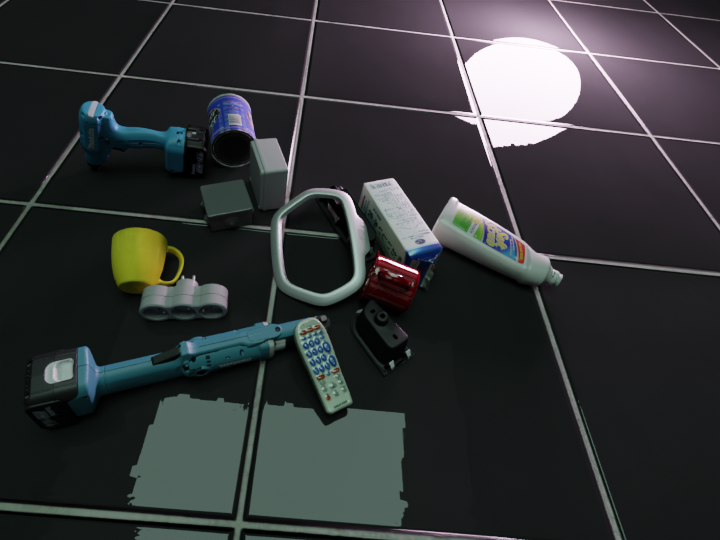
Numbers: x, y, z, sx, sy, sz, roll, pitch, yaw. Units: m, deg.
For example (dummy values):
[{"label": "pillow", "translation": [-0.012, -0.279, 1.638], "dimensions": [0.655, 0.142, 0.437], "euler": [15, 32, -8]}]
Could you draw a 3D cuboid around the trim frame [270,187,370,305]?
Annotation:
[{"label": "trim frame", "translation": [-0.077, -0.050, 0.789], "dimensions": [0.185, 0.026, 0.257], "euler": [-12, 61, 5]}]

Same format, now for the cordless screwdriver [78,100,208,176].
[{"label": "cordless screwdriver", "translation": [-0.452, -0.254, 0.892], "dimensions": [0.240, 0.159, 0.077], "euler": [8, 53, -22]}]

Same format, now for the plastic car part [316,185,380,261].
[{"label": "plastic car part", "translation": [-0.019, -0.107, 0.856], "dimensions": [0.064, 0.066, 0.212], "euler": [-12, 56, -27]}]

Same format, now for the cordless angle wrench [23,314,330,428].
[{"label": "cordless angle wrench", "translation": [-0.243, 0.127, 0.630], "dimensions": [0.411, 0.096, 0.078], "euler": [-11, 55, -20]}]

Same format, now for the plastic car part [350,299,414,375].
[{"label": "plastic car part", "translation": [0.033, 0.098, 0.689], "dimensions": [0.064, 0.069, 0.122], "euler": [-26, 62, -28]}]
